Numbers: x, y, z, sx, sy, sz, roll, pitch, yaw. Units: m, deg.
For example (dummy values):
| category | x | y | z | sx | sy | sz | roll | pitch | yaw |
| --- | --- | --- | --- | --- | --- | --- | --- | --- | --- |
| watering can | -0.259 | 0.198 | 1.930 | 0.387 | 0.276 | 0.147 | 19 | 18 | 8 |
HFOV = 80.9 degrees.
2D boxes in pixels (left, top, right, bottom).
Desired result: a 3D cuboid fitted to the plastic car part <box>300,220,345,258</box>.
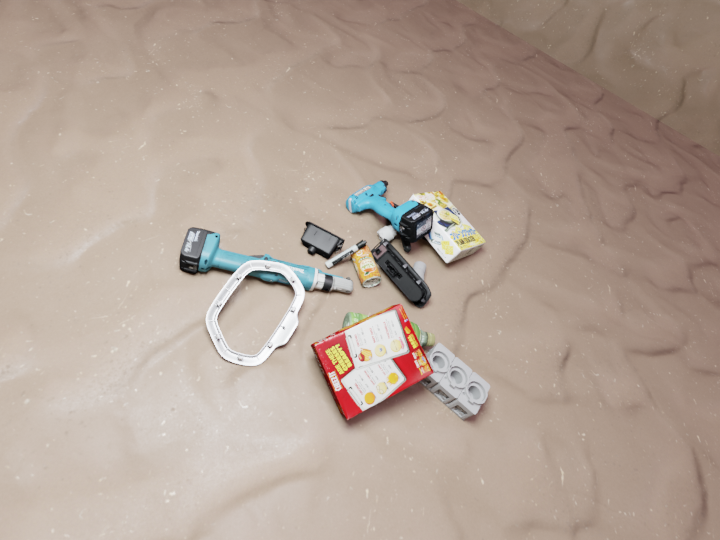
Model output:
| category | x | y | z | sx | sy | sz | roll | pitch | yaw |
| --- | --- | --- | --- | --- | --- | --- | --- | --- | --- |
| plastic car part | -0.109 | -0.072 | 1.119 | 0.118 | 0.065 | 0.071 | 26 | 66 | 4 |

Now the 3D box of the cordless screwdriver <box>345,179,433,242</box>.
| category | x | y | z | sx | sy | sz | roll | pitch | yaw |
| --- | --- | --- | --- | --- | --- | --- | --- | --- | --- |
| cordless screwdriver | 0.096 | -0.183 | 1.199 | 0.156 | 0.071 | 0.263 | -36 | 49 | -28 |

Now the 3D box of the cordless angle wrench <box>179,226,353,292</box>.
| category | x | y | z | sx | sy | sz | roll | pitch | yaw |
| --- | --- | --- | --- | --- | --- | --- | --- | --- | --- |
| cordless angle wrench | -0.217 | -0.004 | 1.027 | 0.414 | 0.074 | 0.100 | 14 | 53 | -11 |

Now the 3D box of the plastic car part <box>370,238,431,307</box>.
| category | x | y | z | sx | sy | sz | roll | pitch | yaw |
| --- | --- | --- | --- | --- | --- | --- | --- | --- | --- |
| plastic car part | 0.105 | 0.008 | 1.110 | 0.208 | 0.067 | 0.065 | 49 | 12 | 13 |

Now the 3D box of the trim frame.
| category | x | y | z | sx | sy | sz | roll | pitch | yaw |
| --- | --- | --- | --- | --- | --- | --- | --- | --- | --- |
| trim frame | -0.228 | 0.088 | 0.942 | 0.181 | 0.028 | 0.248 | 36 | 64 | -8 |
